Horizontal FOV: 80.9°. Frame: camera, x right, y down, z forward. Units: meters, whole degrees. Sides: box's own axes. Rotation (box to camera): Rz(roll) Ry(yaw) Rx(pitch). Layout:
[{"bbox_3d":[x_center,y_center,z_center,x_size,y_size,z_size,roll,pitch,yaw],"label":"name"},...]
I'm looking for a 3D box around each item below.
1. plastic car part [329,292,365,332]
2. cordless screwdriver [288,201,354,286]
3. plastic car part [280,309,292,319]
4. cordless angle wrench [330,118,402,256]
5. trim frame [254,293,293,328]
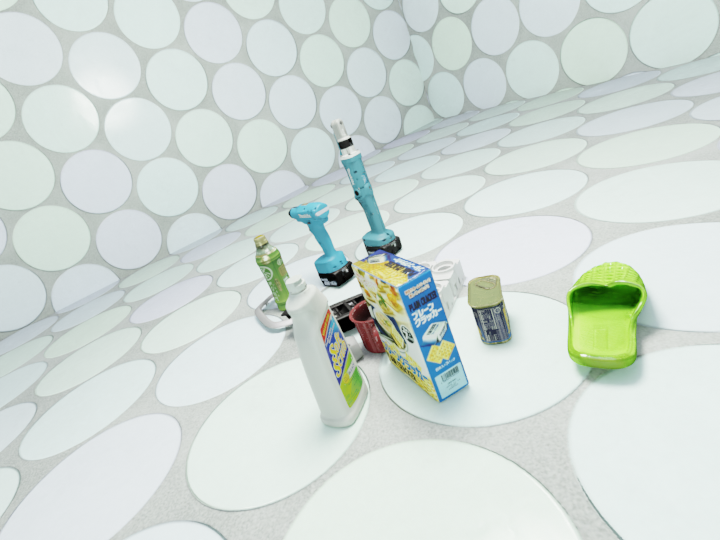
[{"bbox_3d":[-0.019,0.098,0.950,0.201,0.065,0.069,-27,20,-10],"label":"plastic car part"},{"bbox_3d":[-0.118,-0.077,1.210,0.073,0.242,0.167,-34,22,-33],"label":"cordless screwdriver"},{"bbox_3d":[-0.120,0.112,1.010,0.122,0.069,0.065,-5,26,38],"label":"plastic car part"},{"bbox_3d":[0.006,-0.231,1.218,0.073,0.411,0.103,-34,22,-34],"label":"cordless angle wrench"},{"bbox_3d":[-0.197,0.096,1.175,0.181,0.027,0.260,-31,24,-20],"label":"trim frame"}]
